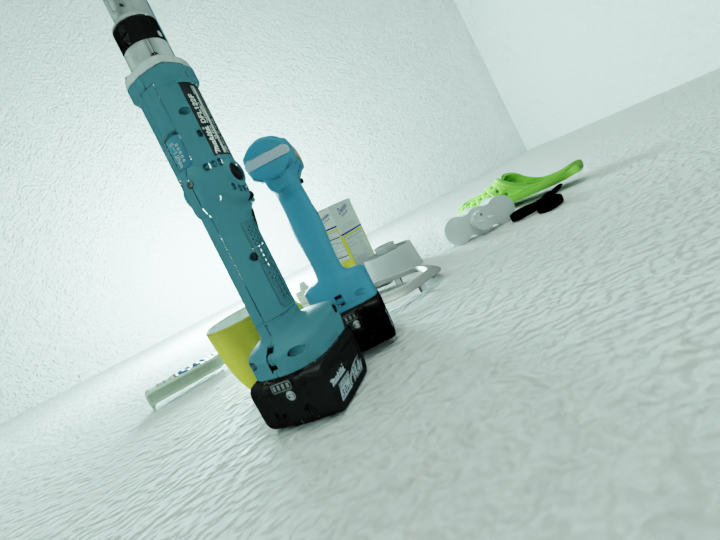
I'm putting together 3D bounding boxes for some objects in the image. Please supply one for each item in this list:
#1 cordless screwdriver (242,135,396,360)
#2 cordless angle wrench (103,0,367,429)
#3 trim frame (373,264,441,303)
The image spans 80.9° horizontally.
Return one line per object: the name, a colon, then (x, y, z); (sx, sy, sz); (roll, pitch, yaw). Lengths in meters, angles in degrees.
cordless screwdriver: (-0.048, -0.031, 0.490); (0.075, 0.248, 0.159); (-26, 3, 4)
cordless angle wrench: (-0.126, -0.073, 0.371); (0.076, 0.422, 0.096); (-26, 2, 23)
trim frame: (0.005, 0.045, 0.641); (0.253, 0.027, 0.182); (-24, 7, 18)
